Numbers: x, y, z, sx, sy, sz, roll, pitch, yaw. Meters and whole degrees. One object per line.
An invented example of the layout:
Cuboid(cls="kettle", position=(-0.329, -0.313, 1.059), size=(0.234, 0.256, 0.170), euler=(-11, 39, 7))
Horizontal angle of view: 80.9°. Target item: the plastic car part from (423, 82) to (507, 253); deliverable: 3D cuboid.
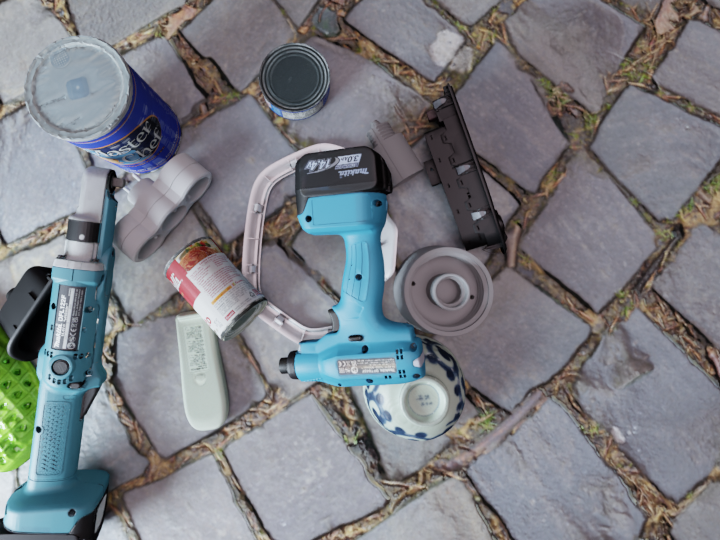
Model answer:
Cuboid(cls="plastic car part", position=(0.117, -0.108, 0.493), size=(0.068, 0.065, 0.204), euler=(-23, 86, 8))

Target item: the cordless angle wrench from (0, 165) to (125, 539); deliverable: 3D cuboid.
Cuboid(cls="cordless angle wrench", position=(-0.311, 0.098, 0.458), size=(0.096, 0.076, 0.422), euler=(8, 92, -12))

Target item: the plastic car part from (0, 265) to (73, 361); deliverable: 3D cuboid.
Cuboid(cls="plastic car part", position=(-0.387, 0.041, 0.501), size=(0.073, 0.064, 0.116), euler=(39, 91, 16))

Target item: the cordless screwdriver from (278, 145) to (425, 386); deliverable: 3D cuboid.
Cuboid(cls="cordless screwdriver", position=(-0.028, 0.000, 0.459), size=(0.163, 0.072, 0.249), euler=(-9, 88, 17))

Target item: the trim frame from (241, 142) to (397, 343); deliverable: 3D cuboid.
Cuboid(cls="trim frame", position=(-0.050, -0.033, 0.510), size=(0.184, 0.027, 0.249), euler=(5, 84, 1))
